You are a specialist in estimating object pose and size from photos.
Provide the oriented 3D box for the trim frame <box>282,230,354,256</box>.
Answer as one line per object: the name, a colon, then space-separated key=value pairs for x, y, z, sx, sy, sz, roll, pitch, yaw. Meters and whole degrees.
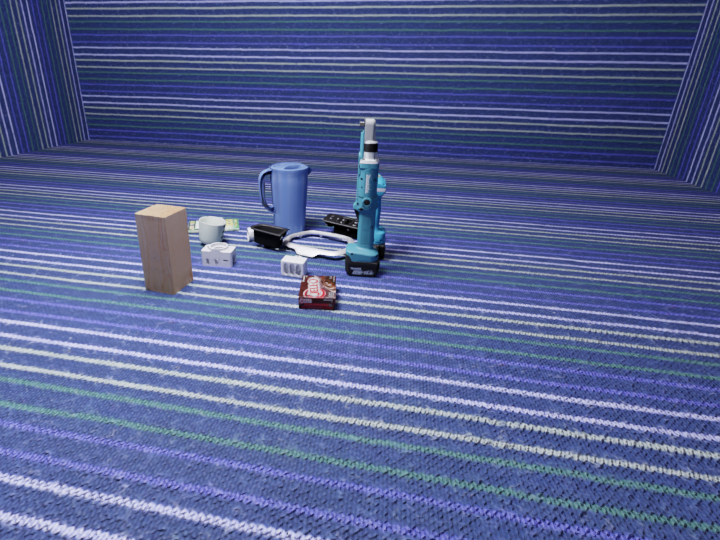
trim frame: x=-0.134 y=-0.088 z=1.368 sx=0.259 sy=0.027 sz=0.180 roll=13 pitch=28 yaw=24

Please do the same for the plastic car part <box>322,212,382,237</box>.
plastic car part: x=-0.028 y=-0.143 z=1.447 sx=0.210 sy=0.065 sz=0.065 roll=11 pitch=25 yaw=21

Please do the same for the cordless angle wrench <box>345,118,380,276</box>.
cordless angle wrench: x=0.015 y=-0.188 z=1.133 sx=0.099 sy=0.414 sz=0.075 roll=5 pitch=23 yaw=3

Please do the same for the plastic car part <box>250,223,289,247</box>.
plastic car part: x=-0.292 y=-0.105 z=1.348 sx=0.121 sy=0.069 sz=0.065 roll=11 pitch=25 yaw=19

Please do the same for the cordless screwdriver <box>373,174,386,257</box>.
cordless screwdriver: x=0.044 y=-0.172 z=1.301 sx=0.075 sy=0.243 sz=0.162 roll=4 pitch=23 yaw=1
